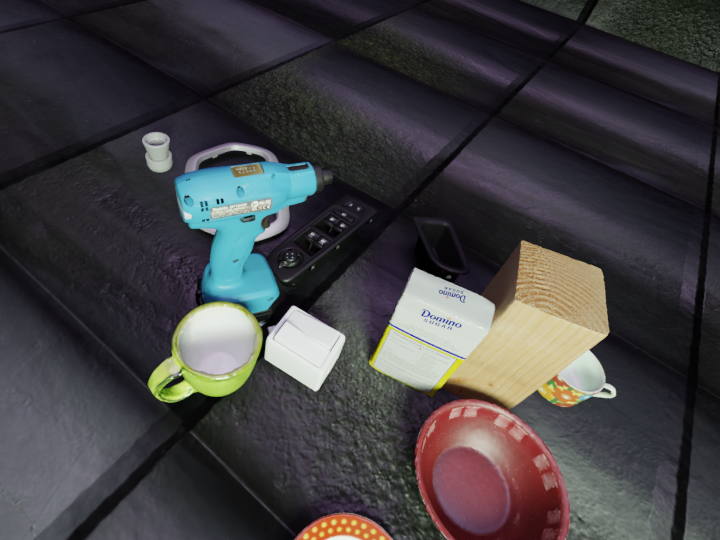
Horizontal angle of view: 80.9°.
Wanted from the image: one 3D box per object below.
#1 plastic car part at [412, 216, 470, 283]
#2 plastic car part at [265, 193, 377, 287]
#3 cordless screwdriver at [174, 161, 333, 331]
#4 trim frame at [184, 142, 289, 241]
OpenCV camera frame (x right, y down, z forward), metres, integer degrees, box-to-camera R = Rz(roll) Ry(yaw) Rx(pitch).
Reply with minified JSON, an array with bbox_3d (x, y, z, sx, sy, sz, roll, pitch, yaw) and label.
[{"bbox_3d":[0.117,-0.020,0.657,0.065,0.069,0.121,0,50,-13],"label":"plastic car part"},{"bbox_3d":[-0.063,-0.041,0.644,0.069,0.066,0.199,37,53,18],"label":"plastic car part"},{"bbox_3d":[-0.123,-0.023,0.499,0.155,0.244,0.078,-13,56,-24],"label":"cordless screwdriver"},{"bbox_3d":[-0.208,-0.141,0.729,0.180,0.027,0.259,-6,51,-15],"label":"trim frame"}]
